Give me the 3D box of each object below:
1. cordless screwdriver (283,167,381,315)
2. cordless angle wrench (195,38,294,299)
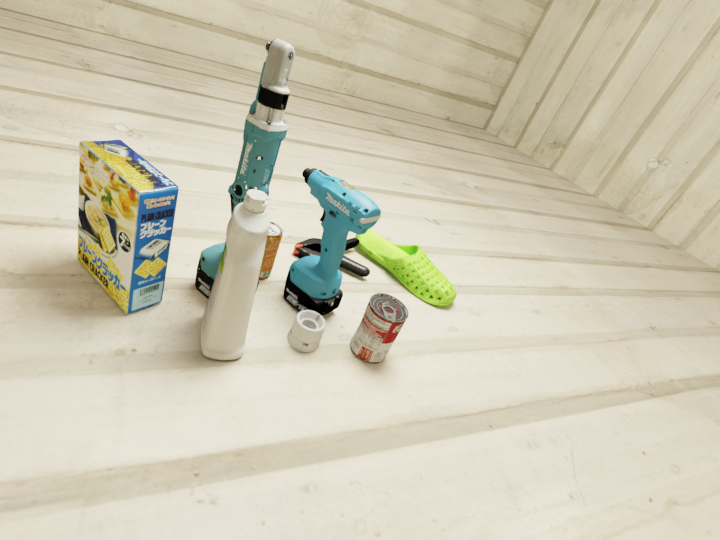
[{"bbox_3d":[-0.073,-0.048,0.745,0.167,0.246,0.071,40,34,27],"label":"cordless screwdriver"},{"bbox_3d":[-0.169,-0.126,0.644,0.102,0.419,0.072,36,32,20],"label":"cordless angle wrench"}]
